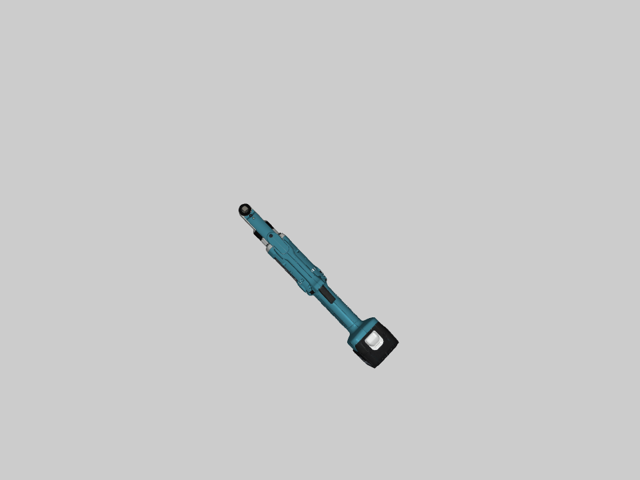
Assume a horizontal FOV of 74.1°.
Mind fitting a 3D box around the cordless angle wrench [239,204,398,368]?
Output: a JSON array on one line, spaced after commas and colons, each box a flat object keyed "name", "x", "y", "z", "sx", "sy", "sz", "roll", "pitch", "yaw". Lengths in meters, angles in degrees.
[{"name": "cordless angle wrench", "x": -0.019, "y": 0.083, "z": 0.876, "sx": 0.074, "sy": 0.423, "sz": 0.098, "roll": -44, "pitch": -2, "yaw": -12}]
